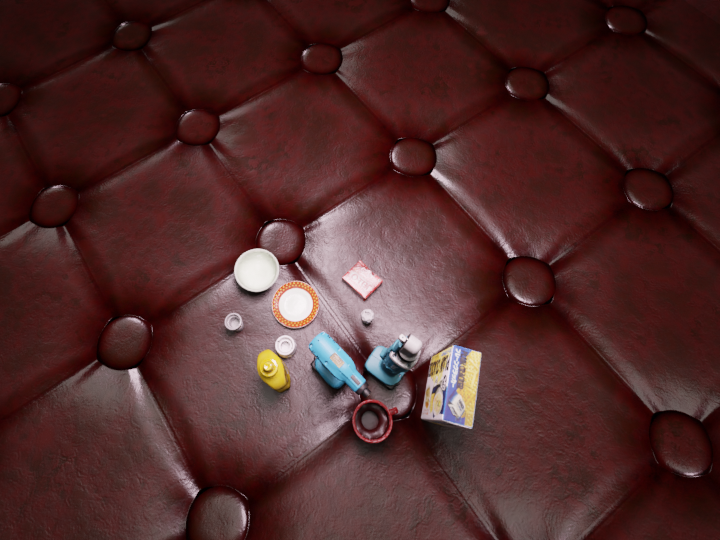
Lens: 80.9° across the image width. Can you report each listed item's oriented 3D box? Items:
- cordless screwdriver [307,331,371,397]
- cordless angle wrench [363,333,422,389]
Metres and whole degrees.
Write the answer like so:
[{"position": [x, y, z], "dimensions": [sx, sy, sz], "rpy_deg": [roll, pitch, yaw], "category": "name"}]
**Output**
[{"position": [-0.048, 0.231, 0.976], "dimensions": [0.074, 0.244, 0.164], "rpy_deg": [-42, 77, -16], "category": "cordless screwdriver"}, {"position": [0.076, 0.190, 0.899], "dimensions": [0.100, 0.415, 0.074], "rpy_deg": [35, 72, 8], "category": "cordless angle wrench"}]
